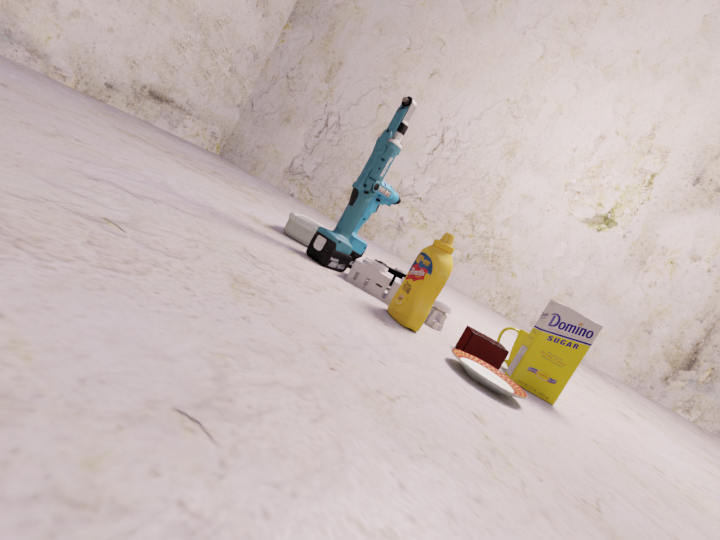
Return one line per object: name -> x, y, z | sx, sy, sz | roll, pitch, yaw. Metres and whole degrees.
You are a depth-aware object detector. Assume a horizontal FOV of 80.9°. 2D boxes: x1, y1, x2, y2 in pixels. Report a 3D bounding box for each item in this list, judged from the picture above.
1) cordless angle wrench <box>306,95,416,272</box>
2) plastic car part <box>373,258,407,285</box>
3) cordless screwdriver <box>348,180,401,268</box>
cordless angle wrench -> 0.016, -0.199, 0.970 | 0.079, 0.422, 0.092 | 34, 8, 38
plastic car part -> 0.106, 0.028, 1.141 | 0.205, 0.067, 0.066 | 29, 7, 4
cordless screwdriver -> 0.012, -0.127, 1.146 | 0.150, 0.248, 0.079 | 22, 10, -47
